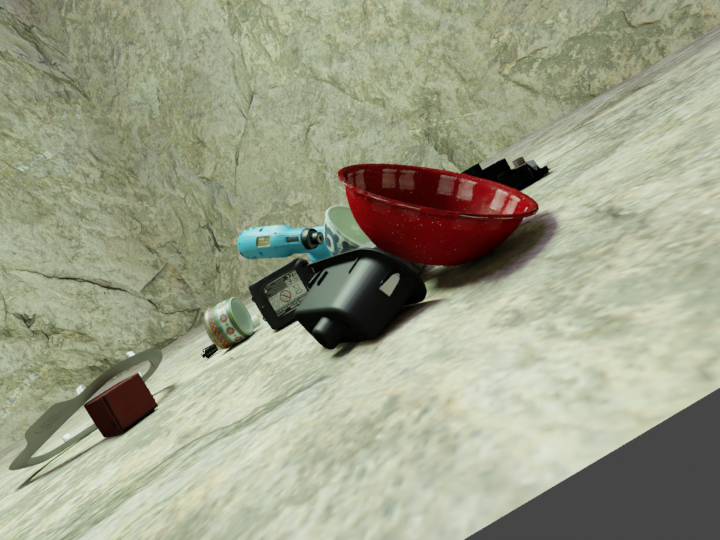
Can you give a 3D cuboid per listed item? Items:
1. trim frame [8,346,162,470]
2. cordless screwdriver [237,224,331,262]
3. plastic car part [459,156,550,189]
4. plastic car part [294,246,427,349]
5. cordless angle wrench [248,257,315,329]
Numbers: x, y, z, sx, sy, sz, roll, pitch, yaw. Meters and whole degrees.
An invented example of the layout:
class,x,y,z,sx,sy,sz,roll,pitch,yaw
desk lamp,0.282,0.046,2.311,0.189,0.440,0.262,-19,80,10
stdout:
class,x,y,z,sx,sy,sz,roll,pitch,yaw
trim frame,-0.392,0.197,0.620,0.249,0.028,0.181,-42,-5,3
cordless screwdriver,-0.072,-0.047,0.736,0.166,0.074,0.237,-2,0,35
plastic car part,0.151,-0.105,0.593,0.204,0.066,0.067,-33,10,6
plastic car part,-0.013,0.029,0.332,0.070,0.064,0.120,-49,16,-25
cordless angle wrench,-0.122,0.027,0.793,0.098,0.074,0.424,-31,4,-3
